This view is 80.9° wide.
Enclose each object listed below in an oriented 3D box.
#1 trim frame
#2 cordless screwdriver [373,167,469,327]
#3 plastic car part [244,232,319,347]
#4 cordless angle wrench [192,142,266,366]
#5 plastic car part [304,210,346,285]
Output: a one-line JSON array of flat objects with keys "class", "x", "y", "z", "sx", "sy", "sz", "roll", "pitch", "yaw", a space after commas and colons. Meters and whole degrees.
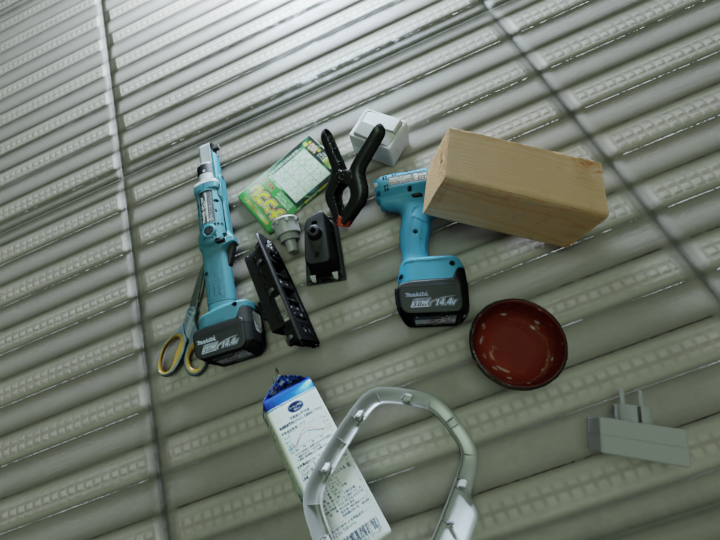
[{"class": "trim frame", "x": 0.045, "y": 0.250, "z": 0.495, "sx": 0.188, "sy": 0.027, "sz": 0.246, "roll": 34, "pitch": 53, "yaw": 11}, {"class": "cordless screwdriver", "x": 0.113, "y": -0.047, "z": 0.625, "sx": 0.161, "sy": 0.071, "sz": 0.256, "roll": -10, "pitch": 63, "yaw": 9}, {"class": "plastic car part", "x": -0.132, "y": 0.035, "z": 0.666, "sx": 0.068, "sy": 0.063, "sz": 0.211, "roll": -33, "pitch": 64, "yaw": 19}, {"class": "cordless angle wrench", "x": -0.247, "y": -0.056, "z": 0.730, "sx": 0.099, "sy": 0.071, "sz": 0.438, "roll": -20, "pitch": 63, "yaw": 6}, {"class": "plastic car part", "x": -0.066, "y": -0.043, "z": 0.672, "sx": 0.067, "sy": 0.068, "sz": 0.119, "roll": -10, "pitch": 70, "yaw": 8}]
